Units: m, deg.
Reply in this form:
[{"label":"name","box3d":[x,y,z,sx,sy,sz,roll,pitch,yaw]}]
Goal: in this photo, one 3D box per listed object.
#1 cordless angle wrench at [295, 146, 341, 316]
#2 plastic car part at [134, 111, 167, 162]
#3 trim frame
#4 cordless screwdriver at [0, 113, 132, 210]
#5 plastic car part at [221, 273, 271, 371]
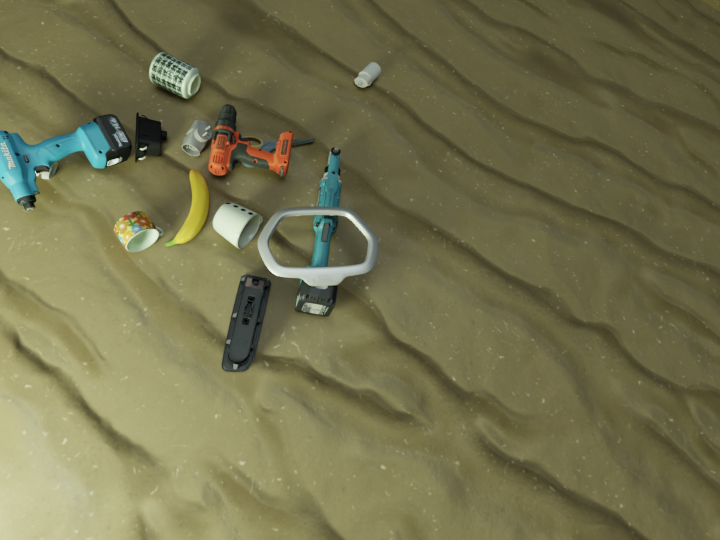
[{"label":"cordless angle wrench","box3d":[-0.078,-0.110,0.956,0.073,0.097,0.432,10,61,-10]},{"label":"plastic car part","box3d":[-0.488,-0.313,0.985,0.068,0.067,0.120,5,62,-28]},{"label":"trim frame","box3d":[-0.084,-0.055,0.861,0.244,0.027,0.191,-3,58,-12]},{"label":"cordless screwdriver","box3d":[-0.608,-0.230,0.882,0.242,0.077,0.159,-27,94,-35]},{"label":"plastic car part","box3d":[-0.226,0.101,0.846,0.065,0.067,0.206,14,67,-15]}]
